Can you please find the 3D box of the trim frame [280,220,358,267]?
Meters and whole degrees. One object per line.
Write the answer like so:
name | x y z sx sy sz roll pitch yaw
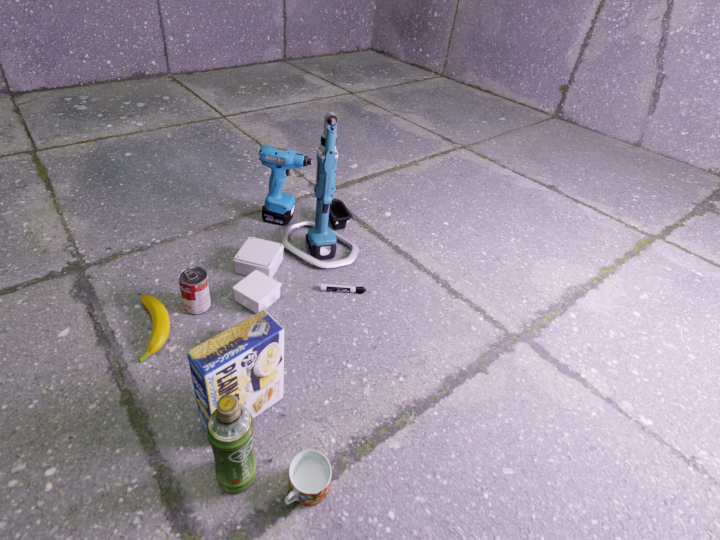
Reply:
trim frame | -0.124 -0.081 1.266 0.260 0.027 0.181 27 44 25

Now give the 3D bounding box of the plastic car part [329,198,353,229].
plastic car part | -0.076 -0.173 1.349 0.064 0.069 0.122 -9 41 -18

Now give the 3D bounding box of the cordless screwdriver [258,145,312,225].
cordless screwdriver | -0.230 -0.257 1.301 0.162 0.242 0.075 13 39 7

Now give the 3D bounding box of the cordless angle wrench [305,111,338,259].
cordless angle wrench | -0.095 -0.214 1.127 0.073 0.412 0.103 -6 41 -18
